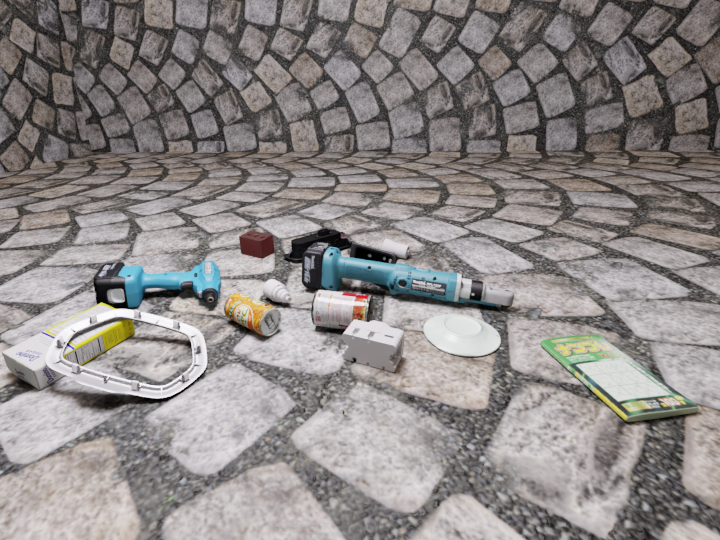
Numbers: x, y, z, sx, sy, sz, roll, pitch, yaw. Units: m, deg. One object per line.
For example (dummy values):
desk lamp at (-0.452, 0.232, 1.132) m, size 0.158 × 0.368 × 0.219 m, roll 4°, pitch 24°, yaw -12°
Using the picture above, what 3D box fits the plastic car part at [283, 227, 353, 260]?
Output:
plastic car part at (-0.110, -0.072, 1.120) m, size 0.197 × 0.065 × 0.070 m, roll -23°, pitch 38°, yaw -34°

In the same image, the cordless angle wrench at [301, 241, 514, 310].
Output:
cordless angle wrench at (0.088, 0.018, 0.872) m, size 0.435 × 0.096 × 0.073 m, roll 9°, pitch 21°, yaw 16°

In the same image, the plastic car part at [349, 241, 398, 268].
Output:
plastic car part at (0.039, -0.027, 1.018) m, size 0.121 × 0.065 × 0.069 m, roll 13°, pitch 12°, yaw 23°

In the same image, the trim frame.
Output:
trim frame at (-0.368, 0.126, 0.680) m, size 0.251 × 0.027 × 0.186 m, roll 15°, pitch 31°, yaw 4°

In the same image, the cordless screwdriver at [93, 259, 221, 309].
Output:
cordless screwdriver at (-0.421, 0.035, 0.890) m, size 0.243 × 0.073 × 0.166 m, roll -5°, pitch 24°, yaw -17°
